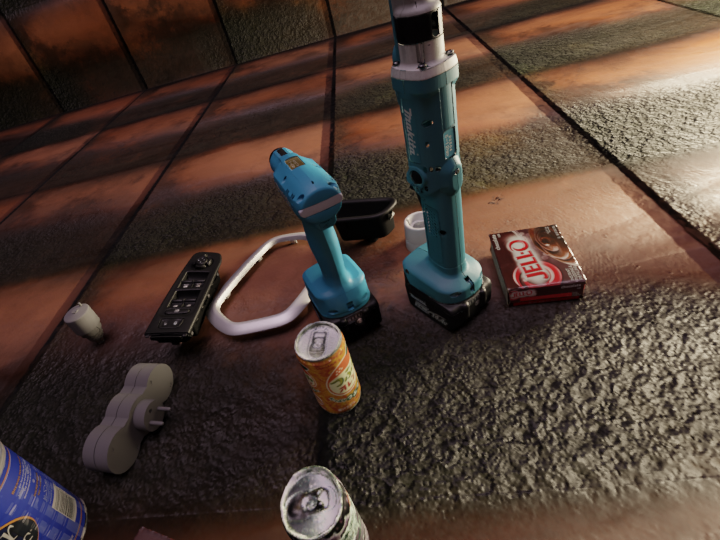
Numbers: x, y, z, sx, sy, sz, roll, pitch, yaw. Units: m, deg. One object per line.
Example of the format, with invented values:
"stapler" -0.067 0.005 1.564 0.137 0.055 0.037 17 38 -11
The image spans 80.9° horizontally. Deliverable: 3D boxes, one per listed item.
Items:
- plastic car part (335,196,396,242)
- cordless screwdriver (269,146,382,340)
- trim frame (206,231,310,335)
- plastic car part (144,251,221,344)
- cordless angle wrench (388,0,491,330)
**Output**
"plastic car part" 0.006 -0.079 0.706 0.121 0.068 0.066 2 42 22
"cordless screwdriver" -0.053 -0.035 0.544 0.073 0.238 0.168 -25 39 -12
"trim frame" -0.142 0.013 0.689 0.192 0.026 0.248 6 45 27
"plastic car part" -0.262 0.043 0.671 0.067 0.064 0.209 -10 40 8
"cordless angle wrench" 0.077 -0.110 0.448 0.073 0.405 0.104 -33 41 -21
